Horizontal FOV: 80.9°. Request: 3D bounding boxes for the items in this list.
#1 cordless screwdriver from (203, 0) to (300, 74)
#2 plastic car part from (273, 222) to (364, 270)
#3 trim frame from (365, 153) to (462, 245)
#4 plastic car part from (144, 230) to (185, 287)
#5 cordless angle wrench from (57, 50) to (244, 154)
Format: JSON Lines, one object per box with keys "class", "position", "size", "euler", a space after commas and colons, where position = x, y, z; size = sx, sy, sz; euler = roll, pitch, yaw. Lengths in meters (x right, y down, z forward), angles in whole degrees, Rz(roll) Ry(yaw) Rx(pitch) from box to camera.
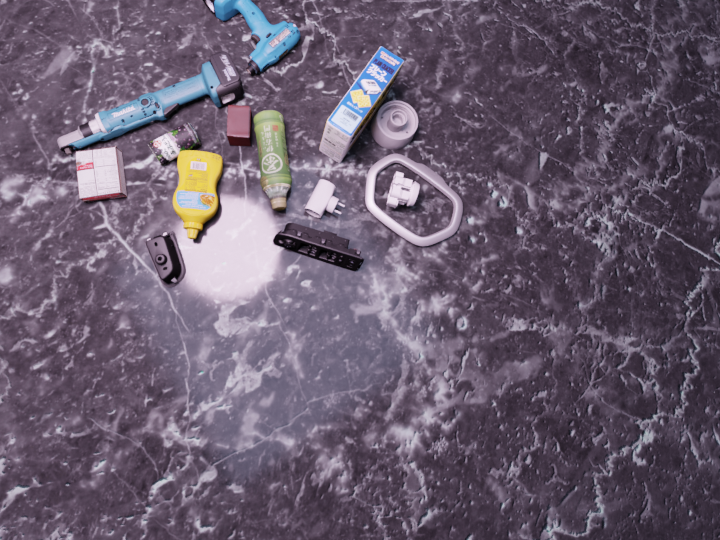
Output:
{"class": "cordless screwdriver", "position": [-0.282, -0.593, 1.009], "size": [0.248, 0.075, 0.158], "euler": [44, 79, -1]}
{"class": "plastic car part", "position": [-0.091, -0.060, 0.934], "size": [0.202, 0.066, 0.068], "euler": [13, 70, -3]}
{"class": "trim frame", "position": [0.124, -0.167, 0.991], "size": [0.250, 0.027, 0.184], "euler": [35, 80, 3]}
{"class": "plastic car part", "position": [-0.417, -0.027, 0.894], "size": [0.065, 0.070, 0.118], "euler": [-22, 81, -9]}
{"class": "cordless angle wrench", "position": [-0.474, -0.365, 0.953], "size": [0.420, 0.074, 0.099], "euler": [-26, 85, -7]}
